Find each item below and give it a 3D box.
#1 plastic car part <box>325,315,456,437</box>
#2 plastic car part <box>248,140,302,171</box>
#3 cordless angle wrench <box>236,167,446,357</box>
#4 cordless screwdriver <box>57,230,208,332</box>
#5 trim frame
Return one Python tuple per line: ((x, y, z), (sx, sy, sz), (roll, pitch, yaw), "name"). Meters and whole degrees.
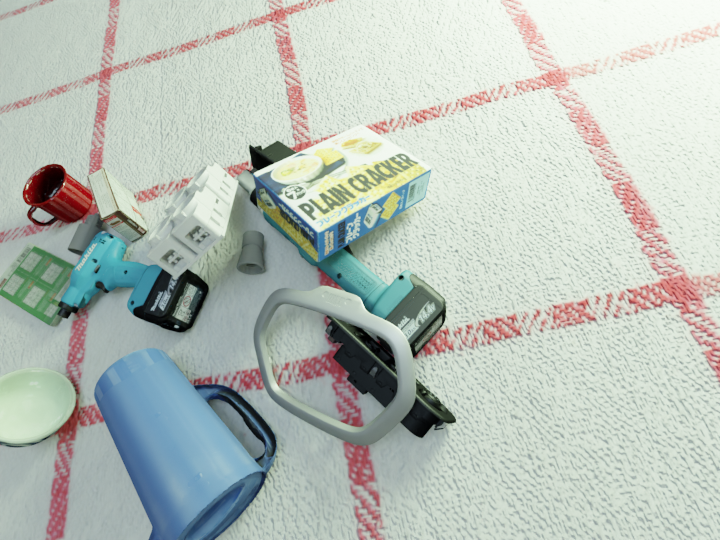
((0.027, 0.137, 0.548), (0.212, 0.063, 0.067), (35, 88, 25), "plastic car part")
((-0.129, -0.185, 0.739), (0.121, 0.064, 0.070), (32, 63, 20), "plastic car part")
((-0.063, -0.042, 0.649), (0.097, 0.071, 0.444), (-45, 62, -10), "cordless angle wrench")
((-0.383, 0.037, 0.693), (0.260, 0.071, 0.160), (17, 72, 24), "cordless screwdriver")
((-0.045, 0.115, 0.549), (0.261, 0.026, 0.183), (15, 99, 32), "trim frame")
